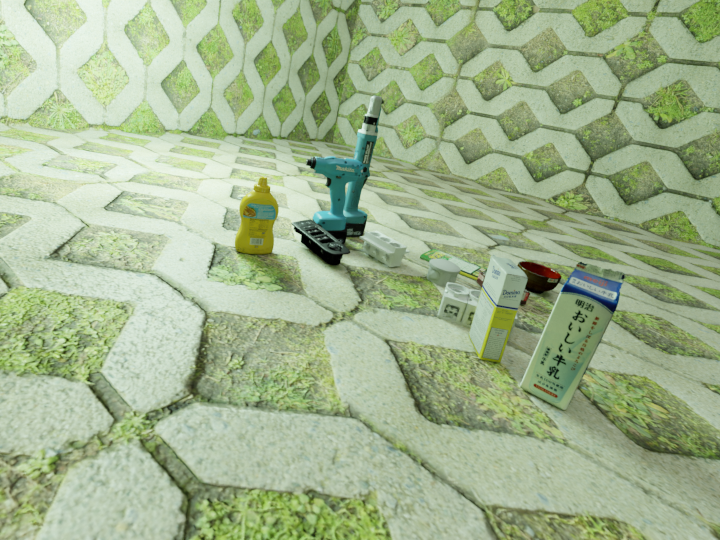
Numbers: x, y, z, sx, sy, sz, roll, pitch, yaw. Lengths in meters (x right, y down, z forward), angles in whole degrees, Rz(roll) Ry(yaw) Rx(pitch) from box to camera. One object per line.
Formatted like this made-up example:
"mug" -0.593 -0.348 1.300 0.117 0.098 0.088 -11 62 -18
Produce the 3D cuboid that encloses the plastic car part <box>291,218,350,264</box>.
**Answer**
"plastic car part" -0.109 -0.071 1.116 0.063 0.066 0.215 -6 27 -39

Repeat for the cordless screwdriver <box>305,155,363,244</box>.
"cordless screwdriver" -0.094 -0.198 1.193 0.154 0.245 0.078 5 22 -20

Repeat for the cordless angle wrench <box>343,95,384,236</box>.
"cordless angle wrench" 0.001 -0.311 1.284 0.094 0.417 0.079 0 24 -33
